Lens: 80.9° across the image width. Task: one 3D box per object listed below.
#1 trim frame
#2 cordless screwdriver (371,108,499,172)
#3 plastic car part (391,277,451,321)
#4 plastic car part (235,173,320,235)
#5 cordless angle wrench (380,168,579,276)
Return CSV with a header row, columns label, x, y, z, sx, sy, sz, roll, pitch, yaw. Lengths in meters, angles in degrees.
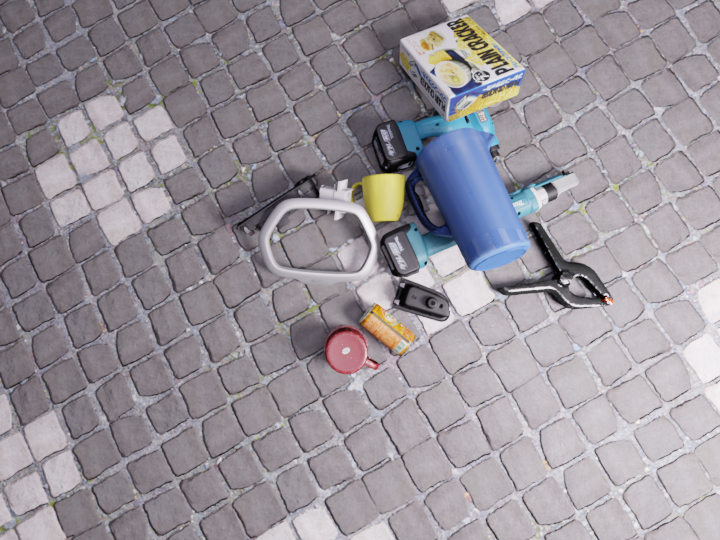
label,x,y,z,sx,sy,sz,roll,pitch,yaw
trim frame,-0.084,-0.055,0.861,0.248,0.028,0.182,3,103,0
cordless screwdriver,0.159,-0.270,0.883,0.248,0.074,0.161,-22,83,-4
plastic car part,0.130,0.062,0.841,0.118,0.070,0.066,19,86,7
plastic car part,-0.164,-0.131,0.887,0.202,0.067,0.067,-39,95,-2
cordless angle wrench,0.249,-0.105,0.859,0.422,0.074,0.099,-23,84,-2
